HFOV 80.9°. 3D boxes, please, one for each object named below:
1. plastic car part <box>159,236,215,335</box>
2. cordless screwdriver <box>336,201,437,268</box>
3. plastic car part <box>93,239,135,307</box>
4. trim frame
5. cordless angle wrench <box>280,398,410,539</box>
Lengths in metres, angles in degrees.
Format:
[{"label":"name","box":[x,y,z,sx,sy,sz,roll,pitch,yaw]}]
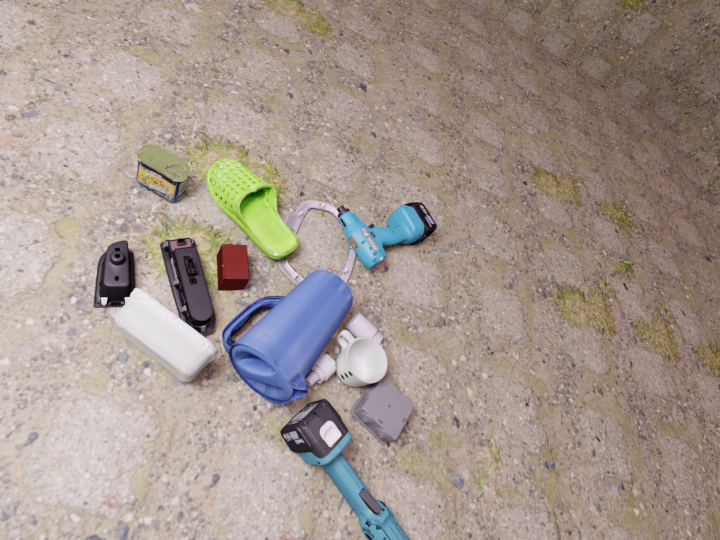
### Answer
[{"label":"plastic car part","box":[-0.307,0.021,0.772,0.063,0.068,0.209,-6,66,-39]},{"label":"cordless screwdriver","box":[0.061,-0.111,1.019,0.241,0.075,0.163,-24,75,-40]},{"label":"plastic car part","box":[-0.417,-0.002,0.723,0.063,0.072,0.120,2,64,-30]},{"label":"trim frame","box":[-0.093,-0.061,0.952,0.181,0.028,0.252,25,54,-10]},{"label":"cordless angle wrench","box":[0.030,0.410,0.685,0.072,0.099,0.427,-33,83,-39]}]
